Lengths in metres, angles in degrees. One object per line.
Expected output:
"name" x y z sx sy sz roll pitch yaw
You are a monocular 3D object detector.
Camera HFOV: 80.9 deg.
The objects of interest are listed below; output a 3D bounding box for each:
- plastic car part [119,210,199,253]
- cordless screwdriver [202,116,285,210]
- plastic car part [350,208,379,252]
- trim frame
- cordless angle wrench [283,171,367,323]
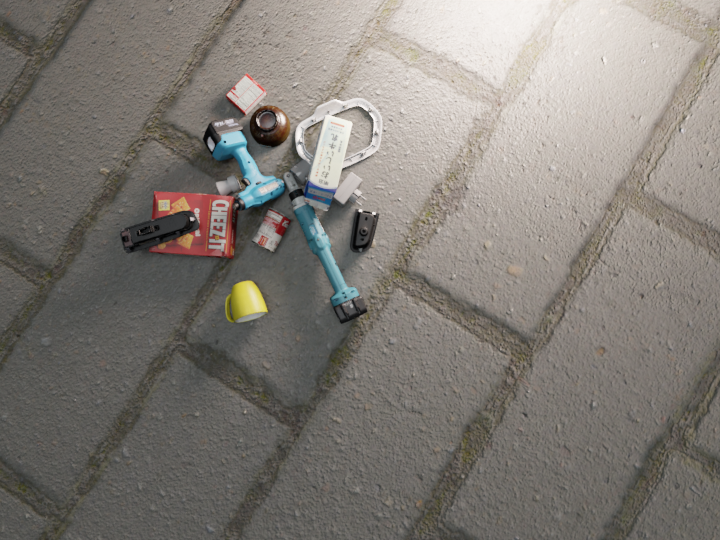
"plastic car part" -0.510 -0.105 1.062 0.202 0.066 0.067 -17 81 -3
"cordless screwdriver" -0.324 -0.273 1.103 0.155 0.075 0.251 -34 85 -39
"plastic car part" 0.009 -0.105 1.107 0.066 0.070 0.117 11 83 1
"trim frame" -0.058 -0.375 1.158 0.249 0.027 0.186 -24 83 2
"cordless angle wrench" -0.108 -0.070 1.101 0.074 0.097 0.429 -25 81 -6
